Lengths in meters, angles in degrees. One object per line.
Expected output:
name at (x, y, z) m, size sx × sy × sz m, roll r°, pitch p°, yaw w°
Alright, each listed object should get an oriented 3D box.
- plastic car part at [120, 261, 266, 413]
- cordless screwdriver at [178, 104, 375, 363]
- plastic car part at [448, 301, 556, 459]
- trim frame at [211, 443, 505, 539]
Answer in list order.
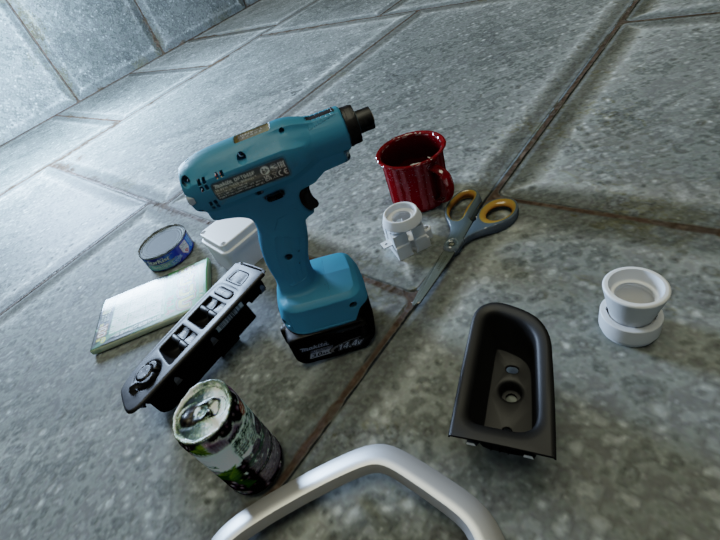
plastic car part at (-0.184, 0.080, 0.488) m, size 0.070 × 0.064 × 0.201 m, roll 19°, pitch 56°, yaw 39°
cordless screwdriver at (-0.039, -0.025, 0.398) m, size 0.160 × 0.237 × 0.077 m, roll -19°, pitch 39°, yaw 3°
plastic car part at (0.115, 0.092, 0.329) m, size 0.069 × 0.067 × 0.117 m, roll 1°, pitch 46°, yaw 26°
trim frame at (-0.018, 0.228, 0.278) m, size 0.247 × 0.026 × 0.194 m, roll -28°, pitch 40°, yaw -5°
